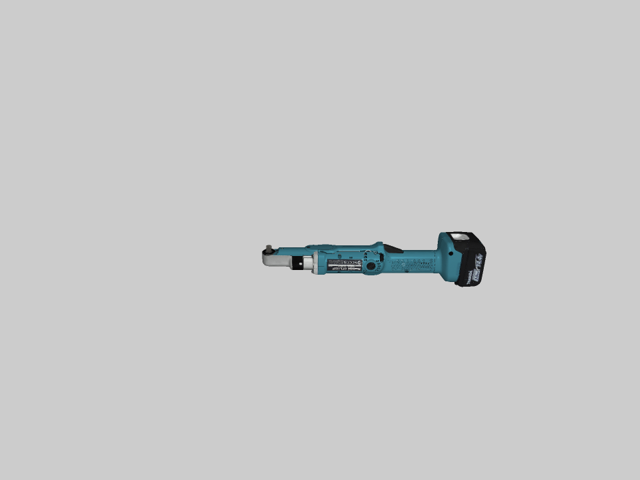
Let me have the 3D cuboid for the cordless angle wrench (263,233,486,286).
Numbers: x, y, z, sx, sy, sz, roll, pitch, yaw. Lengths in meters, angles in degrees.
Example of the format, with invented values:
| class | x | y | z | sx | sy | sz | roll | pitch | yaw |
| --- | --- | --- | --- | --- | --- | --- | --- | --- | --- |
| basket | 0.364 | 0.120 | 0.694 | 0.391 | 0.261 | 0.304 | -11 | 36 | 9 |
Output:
| class | x | y | z | sx | sy | sz | roll | pitch | yaw |
| --- | --- | --- | --- | --- | --- | --- | --- | --- | --- |
| cordless angle wrench | 0.098 | 0.037 | 0.831 | 0.423 | 0.098 | 0.074 | 0 | 25 | -1 |
